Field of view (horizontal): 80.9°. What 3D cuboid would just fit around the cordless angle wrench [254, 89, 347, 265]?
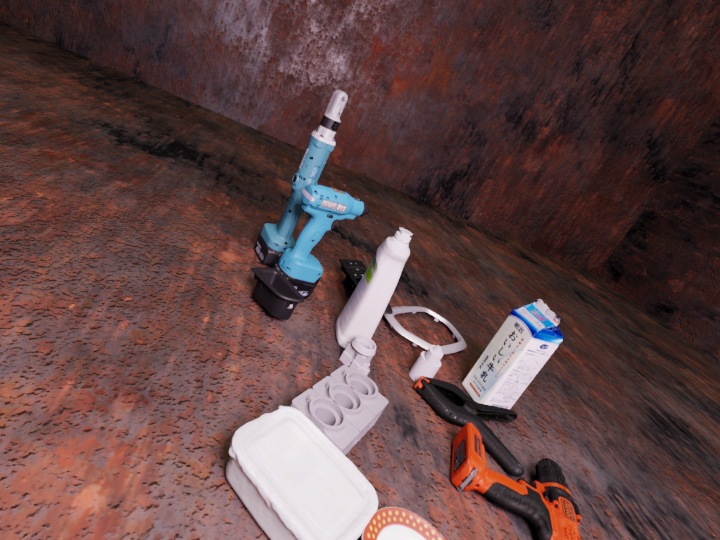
[{"bbox_3d":[-0.128,-0.201,0.961,0.071,0.421,0.103,12,25,-36],"label":"cordless angle wrench"}]

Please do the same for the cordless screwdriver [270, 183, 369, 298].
[{"bbox_3d":[-0.089,-0.058,0.910,0.151,0.247,0.078,11,26,-37],"label":"cordless screwdriver"}]

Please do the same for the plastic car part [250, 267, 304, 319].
[{"bbox_3d":[-0.166,0.051,0.813,0.063,0.070,0.123,3,30,-46],"label":"plastic car part"}]

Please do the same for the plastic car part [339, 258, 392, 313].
[{"bbox_3d":[0.004,0.049,1.013,0.063,0.067,0.214,12,25,-34],"label":"plastic car part"}]

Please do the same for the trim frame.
[{"bbox_3d":[0.157,0.139,1.028,0.236,0.027,0.194,-1,33,-49],"label":"trim frame"}]
